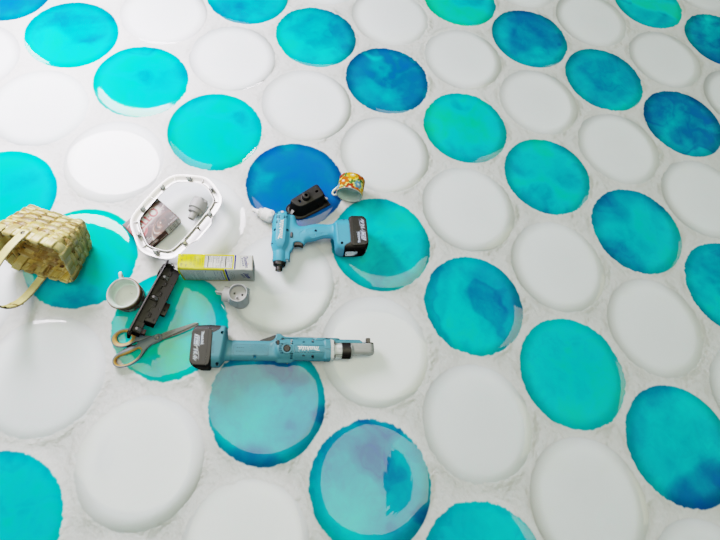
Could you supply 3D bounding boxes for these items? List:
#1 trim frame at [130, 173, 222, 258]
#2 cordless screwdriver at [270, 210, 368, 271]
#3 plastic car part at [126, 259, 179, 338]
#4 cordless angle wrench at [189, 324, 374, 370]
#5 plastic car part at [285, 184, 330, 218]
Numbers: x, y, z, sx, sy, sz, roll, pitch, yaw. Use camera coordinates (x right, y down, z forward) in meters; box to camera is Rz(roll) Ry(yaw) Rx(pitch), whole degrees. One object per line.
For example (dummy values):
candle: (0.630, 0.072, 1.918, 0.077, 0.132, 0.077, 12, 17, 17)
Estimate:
trim frame: (-0.463, -0.143, 1.063, 0.187, 0.027, 0.248, 32, 69, 7)
cordless screwdriver: (-0.107, -0.070, 1.091, 0.248, 0.073, 0.162, 2, 69, -1)
plastic car part: (-0.480, 0.066, 0.997, 0.066, 0.066, 0.206, 18, 61, -13)
cordless angle wrench: (-0.175, 0.183, 0.986, 0.418, 0.074, 0.100, 2, 69, -7)
plastic car part: (-0.142, -0.189, 1.135, 0.115, 0.070, 0.068, -32, 76, -20)
